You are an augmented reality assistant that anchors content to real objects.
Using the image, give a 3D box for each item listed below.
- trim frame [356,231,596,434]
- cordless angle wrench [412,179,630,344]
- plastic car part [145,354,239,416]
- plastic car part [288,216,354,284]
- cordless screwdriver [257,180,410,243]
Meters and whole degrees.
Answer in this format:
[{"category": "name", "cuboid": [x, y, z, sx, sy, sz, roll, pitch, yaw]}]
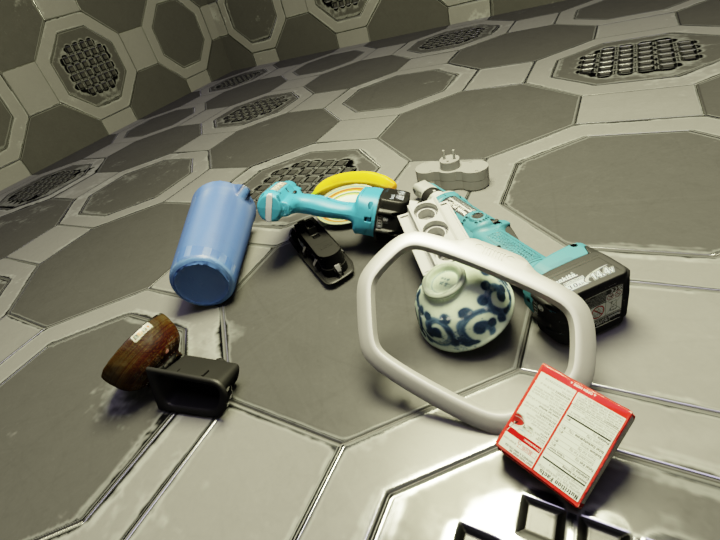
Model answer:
[{"category": "trim frame", "cuboid": [0.109, 0.054, 0.449, 0.260, 0.026, 0.184, 24, 84, 25]}, {"category": "cordless angle wrench", "cuboid": [0.180, -0.059, 0.630, 0.097, 0.071, 0.443, -24, 33, -8]}, {"category": "plastic car part", "cuboid": [-0.205, 0.141, 0.549, 0.120, 0.064, 0.071, -1, 23, 18]}, {"category": "plastic car part", "cuboid": [-0.072, -0.047, 0.737, 0.065, 0.065, 0.214, -20, 37, -16]}, {"category": "cordless screwdriver", "cuboid": [-0.043, -0.117, 0.740, 0.252, 0.073, 0.160, 8, 24, 6]}]
